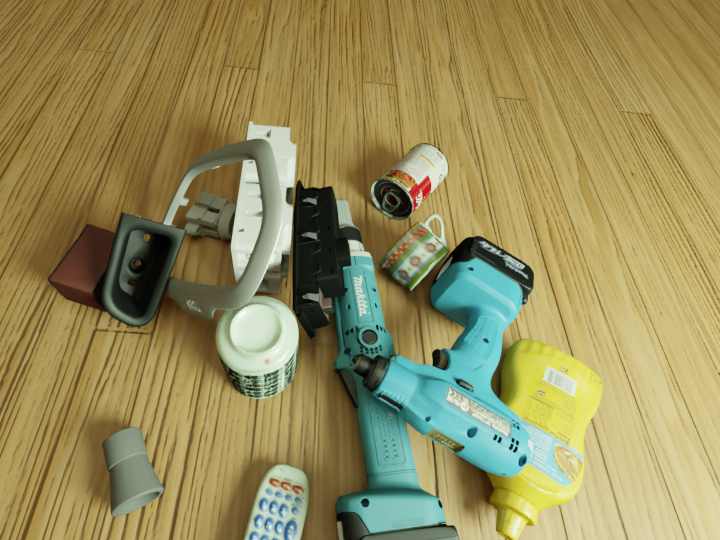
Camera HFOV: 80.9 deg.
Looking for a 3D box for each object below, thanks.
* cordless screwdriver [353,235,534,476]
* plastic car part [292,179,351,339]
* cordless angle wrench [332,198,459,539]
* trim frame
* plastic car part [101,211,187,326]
[{"bbox_3d":[0.097,0.059,0.443,0.160,0.074,0.249,28,44,0],"label":"cordless screwdriver"},{"bbox_3d":[-0.047,-0.031,0.485,0.068,0.063,0.211,-19,51,11],"label":"plastic car part"},{"bbox_3d":[0.003,0.085,0.461,0.097,0.073,0.438,-4,56,-10],"label":"cordless angle wrench"},{"bbox_3d":[-0.156,-0.043,0.440,0.261,0.026,0.185,2,78,43],"label":"trim frame"},{"bbox_3d":[-0.245,-0.006,0.468,0.063,0.116,0.074,17,9,-29],"label":"plastic car part"}]
